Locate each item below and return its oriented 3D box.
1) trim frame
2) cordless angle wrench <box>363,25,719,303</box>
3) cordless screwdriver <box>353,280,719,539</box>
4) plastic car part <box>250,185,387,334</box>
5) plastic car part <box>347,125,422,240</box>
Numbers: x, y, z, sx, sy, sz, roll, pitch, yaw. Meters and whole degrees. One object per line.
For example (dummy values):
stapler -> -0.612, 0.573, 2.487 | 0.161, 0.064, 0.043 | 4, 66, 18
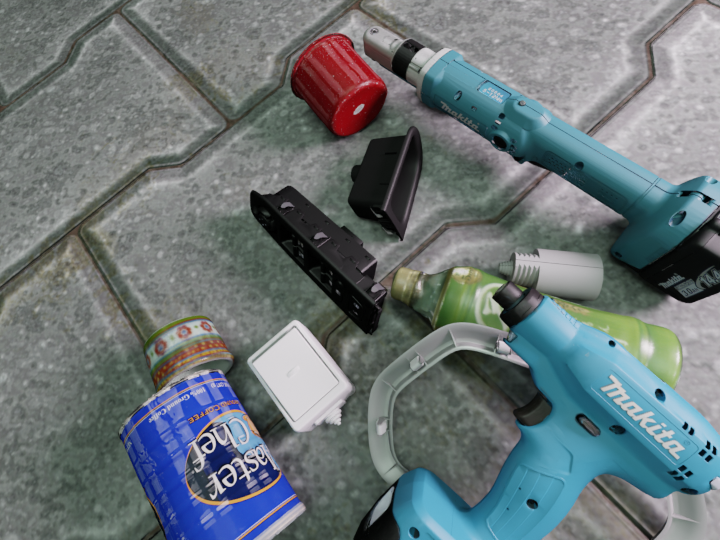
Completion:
trim frame -> 0.124, 0.148, 0.333 | 0.256, 0.027, 0.183 | 21, 99, 16
cordless angle wrench -> 0.157, -0.143, 0.423 | 0.074, 0.094, 0.440 | -44, 68, -9
cordless screwdriver -> 0.088, 0.139, 0.300 | 0.163, 0.072, 0.249 | 46, 100, 13
plastic car part -> -0.044, -0.029, 0.448 | 0.211, 0.064, 0.066 | 39, 70, 22
plastic car part -> 0.023, -0.100, 0.467 | 0.074, 0.062, 0.118 | 4, 66, 26
